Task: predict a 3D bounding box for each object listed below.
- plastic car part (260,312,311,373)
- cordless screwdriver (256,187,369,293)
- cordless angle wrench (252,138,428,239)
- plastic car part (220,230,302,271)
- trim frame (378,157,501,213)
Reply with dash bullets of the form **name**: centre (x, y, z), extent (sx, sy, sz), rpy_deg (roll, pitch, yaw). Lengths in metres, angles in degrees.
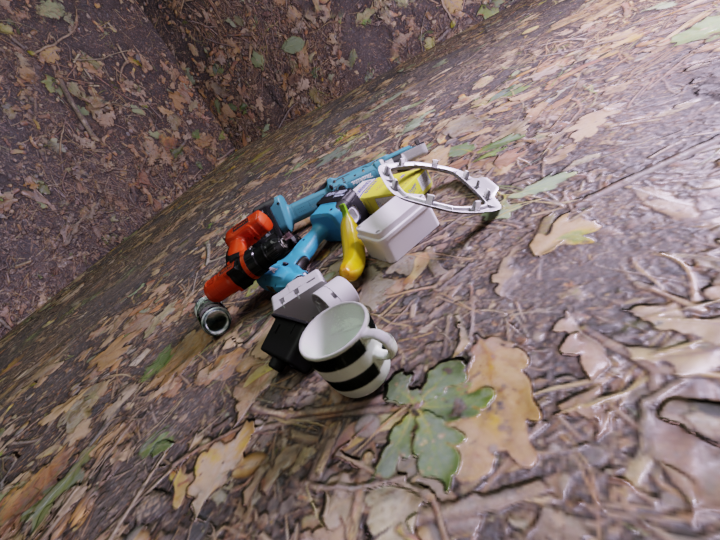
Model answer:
- **plastic car part**: centre (-0.095, 0.104, 0.571), extent (0.122, 0.063, 0.071), rpy_deg (-1, 53, 52)
- **cordless screwdriver**: centre (-0.078, -0.051, 0.794), extent (0.247, 0.071, 0.167), rpy_deg (-49, 30, -23)
- **cordless angle wrench**: centre (-0.044, -0.190, 0.982), extent (0.427, 0.097, 0.074), rpy_deg (-24, 7, 8)
- **plastic car part**: centre (-0.225, -0.029, 0.931), extent (0.202, 0.064, 0.070), rpy_deg (-39, 32, -6)
- **trim frame**: centre (0.126, -0.145, 0.693), extent (0.182, 0.027, 0.256), rpy_deg (4, 27, -7)
